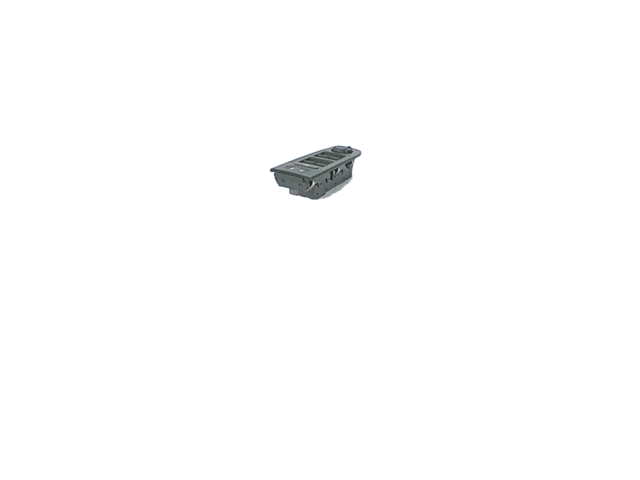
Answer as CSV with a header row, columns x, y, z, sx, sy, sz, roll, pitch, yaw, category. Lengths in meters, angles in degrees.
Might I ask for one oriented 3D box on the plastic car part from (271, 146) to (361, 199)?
x,y,z,sx,sy,sz,roll,pitch,yaw,category
0.007,-0.106,0.660,0.067,0.067,0.201,9,29,27,plastic car part
